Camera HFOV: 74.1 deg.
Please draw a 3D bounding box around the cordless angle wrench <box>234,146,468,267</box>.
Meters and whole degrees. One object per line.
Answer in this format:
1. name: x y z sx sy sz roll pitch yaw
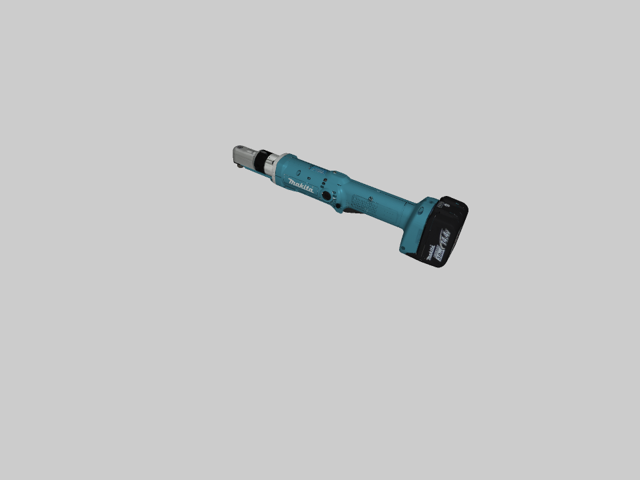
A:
1. cordless angle wrench: 0.024 -0.083 0.711 0.423 0.098 0.074 24 42 19
